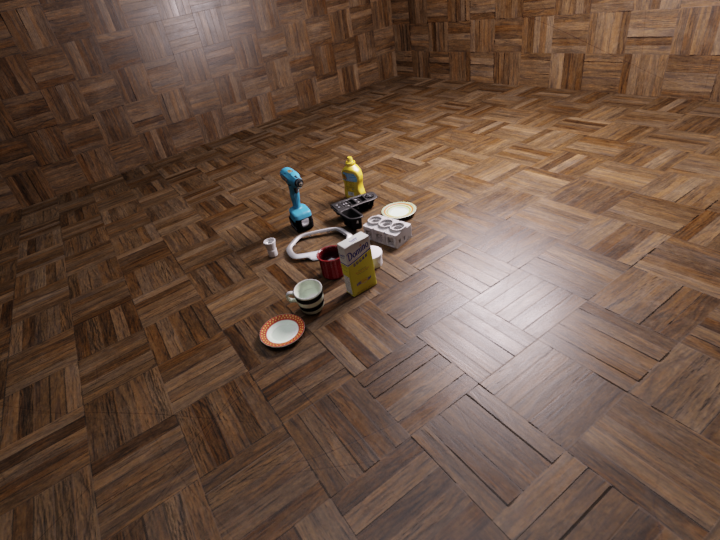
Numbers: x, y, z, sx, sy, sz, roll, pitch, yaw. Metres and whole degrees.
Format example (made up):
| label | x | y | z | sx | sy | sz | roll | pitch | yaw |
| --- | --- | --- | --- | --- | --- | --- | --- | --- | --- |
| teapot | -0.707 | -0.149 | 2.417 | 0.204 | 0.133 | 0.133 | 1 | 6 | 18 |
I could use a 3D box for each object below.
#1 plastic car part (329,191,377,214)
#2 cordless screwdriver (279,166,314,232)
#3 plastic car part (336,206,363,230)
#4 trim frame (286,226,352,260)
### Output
| label | x | y | z | sx | sy | sz | roll | pitch | yaw |
| --- | --- | --- | --- | --- | --- | --- | --- | --- | --- |
| plastic car part | -0.018 | -0.262 | 1.701 | 0.199 | 0.064 | 0.070 | -26 | 36 | -18 |
| cordless screwdriver | -0.238 | -0.264 | 1.622 | 0.073 | 0.239 | 0.168 | -23 | 35 | -19 |
| plastic car part | -0.032 | -0.188 | 1.598 | 0.065 | 0.068 | 0.123 | -24 | 36 | -18 |
| trim frame | -0.151 | -0.099 | 1.547 | 0.250 | 0.026 | 0.190 | -11 | 35 | 2 |
